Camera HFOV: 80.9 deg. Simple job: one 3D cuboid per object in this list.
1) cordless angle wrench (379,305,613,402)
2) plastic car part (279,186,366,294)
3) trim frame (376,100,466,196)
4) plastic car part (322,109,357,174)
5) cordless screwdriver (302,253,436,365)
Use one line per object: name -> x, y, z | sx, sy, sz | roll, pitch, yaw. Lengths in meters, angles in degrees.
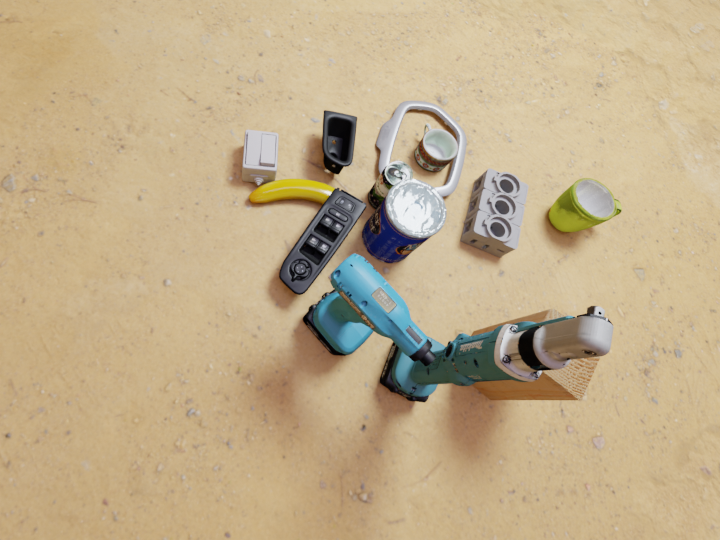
cordless angle wrench -> 0.134, 0.110, 0.527 | 0.074, 0.424, 0.098 | 27, 68, -7
plastic car part -> -0.072, -0.047, 0.735 | 0.066, 0.067, 0.203 | 33, 68, -2
trim frame -> 0.126, -0.251, 0.869 | 0.183, 0.027, 0.251 | 19, 68, -4
plastic car part -> -0.048, -0.234, 0.805 | 0.065, 0.071, 0.118 | 8, 70, -11
cordless screwdriver -> 0.003, 0.078, 0.607 | 0.073, 0.249, 0.161 | -40, 86, -23
